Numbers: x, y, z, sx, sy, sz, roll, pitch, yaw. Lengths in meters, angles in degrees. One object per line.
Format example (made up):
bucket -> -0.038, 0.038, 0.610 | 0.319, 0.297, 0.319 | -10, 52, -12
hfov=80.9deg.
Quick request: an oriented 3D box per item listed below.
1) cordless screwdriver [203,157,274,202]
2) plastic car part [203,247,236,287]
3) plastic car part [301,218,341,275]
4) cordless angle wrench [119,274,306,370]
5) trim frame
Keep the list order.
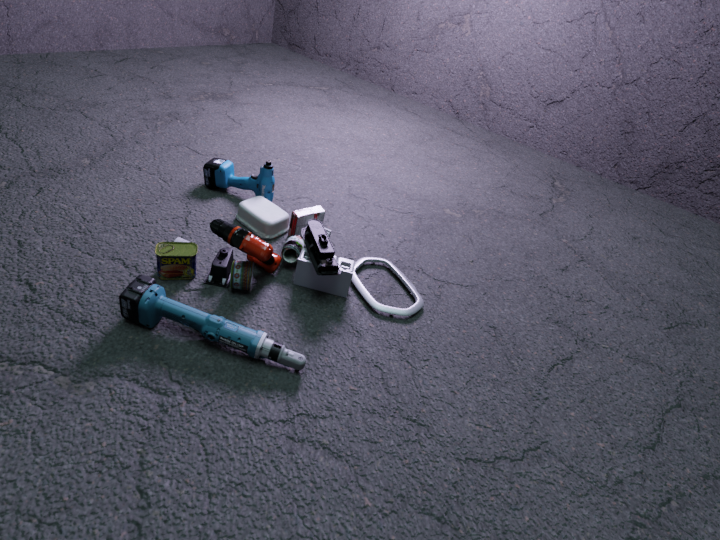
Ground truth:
cordless screwdriver -> -0.407, -0.326, 1.433 | 0.254, 0.156, 0.074 | 19, 36, 10
plastic car part -> -0.366, -0.020, 1.122 | 0.065, 0.070, 0.119 | 11, 40, -6
plastic car part -> -0.110, -0.072, 1.124 | 0.065, 0.065, 0.213 | -9, 39, -18
cordless angle wrench -> -0.319, 0.129, 0.932 | 0.427, 0.096, 0.075 | 20, 40, 4
trim frame -> 0.071, 0.041, 1.203 | 0.178, 0.027, 0.262 | -12, 42, -27
